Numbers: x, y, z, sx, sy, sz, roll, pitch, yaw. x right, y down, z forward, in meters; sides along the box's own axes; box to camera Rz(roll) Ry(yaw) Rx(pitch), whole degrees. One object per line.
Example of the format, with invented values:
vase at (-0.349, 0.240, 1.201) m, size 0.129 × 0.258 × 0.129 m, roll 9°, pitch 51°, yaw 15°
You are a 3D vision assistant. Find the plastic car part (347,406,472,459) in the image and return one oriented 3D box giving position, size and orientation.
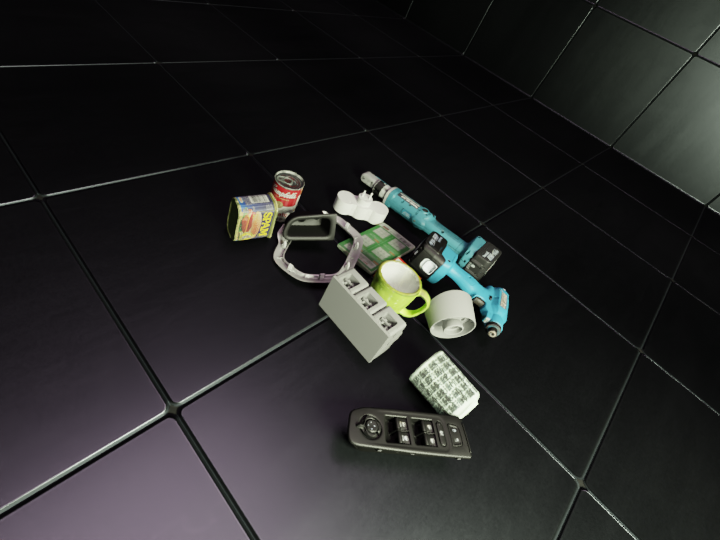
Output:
plastic car part at (0.066, 0.257, 0.662) m, size 0.197 × 0.067 × 0.068 m, roll 14°, pitch 50°, yaw -17°

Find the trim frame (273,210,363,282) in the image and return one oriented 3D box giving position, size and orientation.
trim frame at (-0.092, -0.060, 0.940) m, size 0.187 × 0.027 × 0.250 m, roll 19°, pitch 43°, yaw 6°

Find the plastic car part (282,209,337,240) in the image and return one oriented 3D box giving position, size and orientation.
plastic car part at (-0.118, -0.106, 0.931) m, size 0.114 × 0.064 × 0.074 m, roll -2°, pitch 30°, yaw -15°

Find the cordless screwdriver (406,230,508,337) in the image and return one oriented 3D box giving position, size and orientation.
cordless screwdriver at (0.221, 0.032, 0.944) m, size 0.250 × 0.074 × 0.158 m, roll 38°, pitch 35°, yaw 2°

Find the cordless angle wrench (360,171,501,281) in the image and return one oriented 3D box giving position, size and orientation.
cordless angle wrench at (0.162, -0.139, 1.120) m, size 0.439 × 0.073 × 0.095 m, roll 40°, pitch 43°, yaw 20°
